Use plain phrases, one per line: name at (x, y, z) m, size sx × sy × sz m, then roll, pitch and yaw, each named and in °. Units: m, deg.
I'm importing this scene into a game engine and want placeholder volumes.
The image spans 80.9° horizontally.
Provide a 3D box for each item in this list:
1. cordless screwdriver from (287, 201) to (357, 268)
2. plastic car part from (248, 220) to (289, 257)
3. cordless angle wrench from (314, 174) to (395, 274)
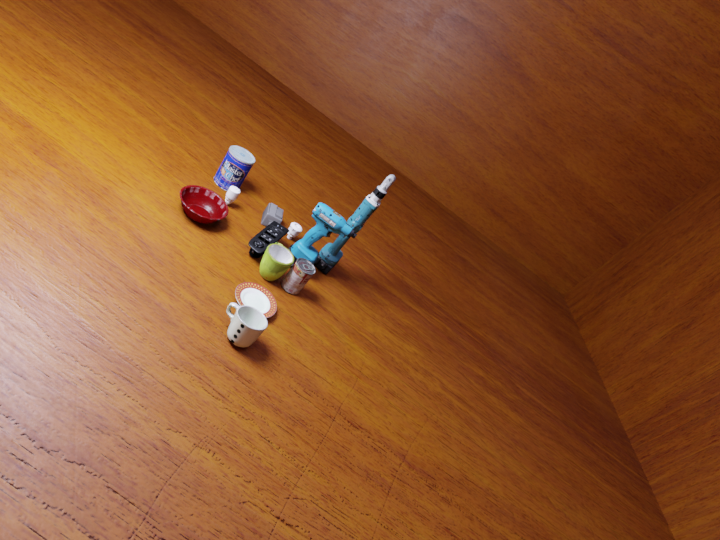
cordless screwdriver at (-0.136, -0.089, 1.391) m, size 0.158 × 0.250 × 0.074 m, roll 38°, pitch 29°, yaw -4°
plastic car part at (-0.313, -0.098, 1.397) m, size 0.066 × 0.067 × 0.202 m, roll 38°, pitch 28°, yaw -3°
cordless angle wrench at (-0.019, -0.159, 1.442) m, size 0.075 × 0.425 × 0.097 m, roll 42°, pitch 29°, yaw 1°
